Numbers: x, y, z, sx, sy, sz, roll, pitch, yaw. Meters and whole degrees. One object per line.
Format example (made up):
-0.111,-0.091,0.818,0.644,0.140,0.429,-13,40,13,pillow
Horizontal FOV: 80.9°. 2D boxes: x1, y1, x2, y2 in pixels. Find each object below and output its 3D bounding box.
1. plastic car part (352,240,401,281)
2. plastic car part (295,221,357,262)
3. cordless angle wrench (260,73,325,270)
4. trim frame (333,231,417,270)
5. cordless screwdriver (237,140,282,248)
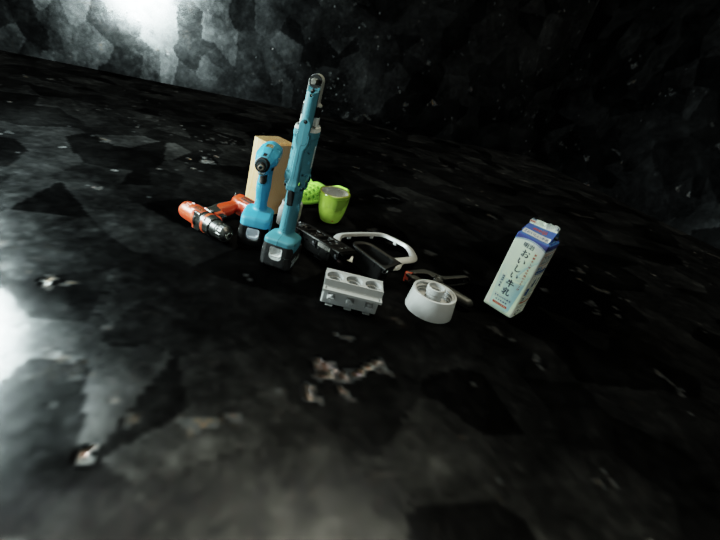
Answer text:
0.027,-0.015,1.013,0.123,0.070,0.063,34,32,33,plastic car part
-0.103,-0.067,1.054,0.064,0.066,0.214,-13,38,-44,plastic car part
-0.136,-0.200,0.906,0.075,0.417,0.098,19,26,4,cordless angle wrench
0.036,-0.056,1.141,0.239,0.027,0.194,-2,32,-29,trim frame
-0.234,-0.167,0.983,0.074,0.245,0.163,13,27,-8,cordless screwdriver
